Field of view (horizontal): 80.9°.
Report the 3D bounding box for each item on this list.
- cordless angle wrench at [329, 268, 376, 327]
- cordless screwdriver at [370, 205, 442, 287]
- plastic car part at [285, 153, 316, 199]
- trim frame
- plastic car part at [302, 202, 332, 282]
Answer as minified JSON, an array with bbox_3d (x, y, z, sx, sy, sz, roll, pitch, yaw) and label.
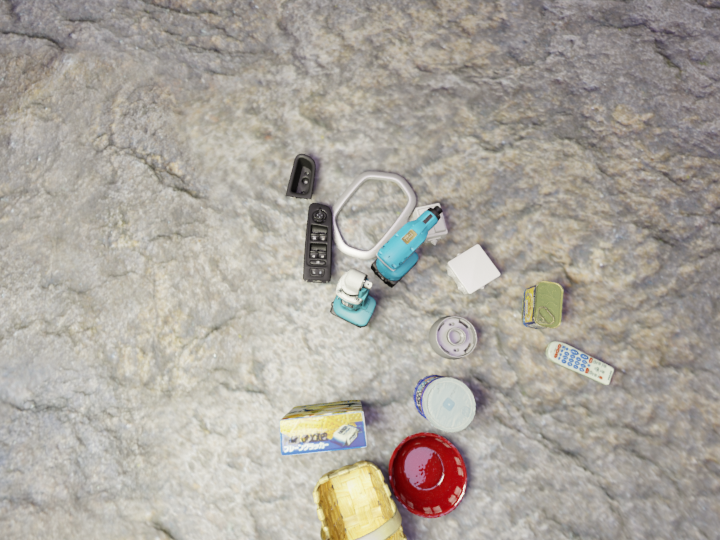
[{"bbox_3d":[-0.014,0.050,0.823,0.099,0.416,0.074,26,79,4],"label":"cordless angle wrench"},{"bbox_3d":[0.099,-0.050,0.929,0.158,0.245,0.076,-44,82,-9],"label":"cordless screwdriver"},{"bbox_3d":[-0.145,-0.231,1.083,0.067,0.070,0.118,9,77,3],"label":"plastic car part"},{"bbox_3d":[0.029,-0.143,1.070,0.188,0.027,0.248,36,81,12],"label":"trim frame"},{"bbox_3d":[-0.102,-0.066,1.039,0.067,0.066,0.206,1,76,1],"label":"plastic car part"}]
